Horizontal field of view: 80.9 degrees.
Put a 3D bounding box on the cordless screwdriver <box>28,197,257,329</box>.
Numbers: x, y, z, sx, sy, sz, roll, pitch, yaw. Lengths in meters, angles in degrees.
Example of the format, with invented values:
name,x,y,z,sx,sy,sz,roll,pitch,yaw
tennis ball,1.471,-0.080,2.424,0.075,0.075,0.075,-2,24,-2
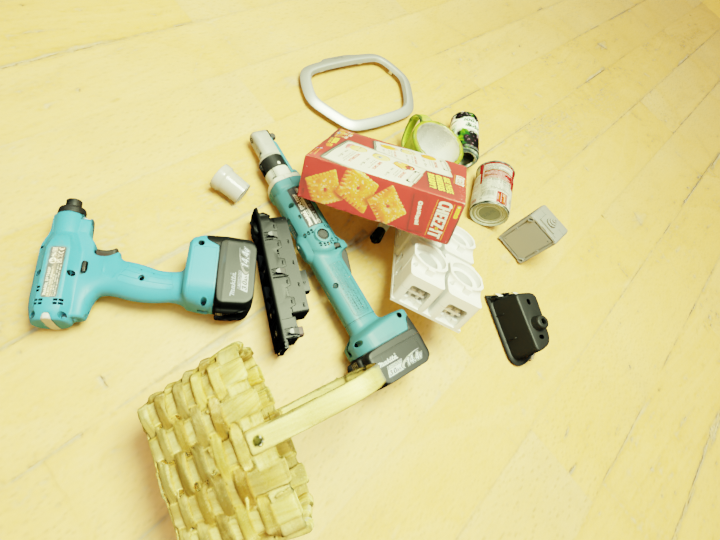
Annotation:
name,x,y,z,sx,sy,sz,roll,pitch,yaw
cordless screwdriver,-0.255,-0.012,0.521,0.243,0.074,0.164,1,65,-16

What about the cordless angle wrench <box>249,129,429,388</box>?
name,x,y,z,sx,sy,sz,roll,pitch,yaw
cordless angle wrench,-0.060,-0.039,0.609,0.095,0.074,0.435,-21,71,-30

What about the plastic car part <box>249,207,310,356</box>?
name,x,y,z,sx,sy,sz,roll,pitch,yaw
plastic car part,-0.107,0.003,0.563,0.066,0.065,0.209,-15,68,-16

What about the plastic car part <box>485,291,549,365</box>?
name,x,y,z,sx,sy,sz,roll,pitch,yaw
plastic car part,0.257,0.082,0.659,0.064,0.071,0.120,-2,63,-22

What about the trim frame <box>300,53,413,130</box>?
name,x,y,z,sx,sy,sz,roll,pitch,yaw
trim frame,-0.001,-0.349,0.811,0.242,0.027,0.188,-27,77,-27
